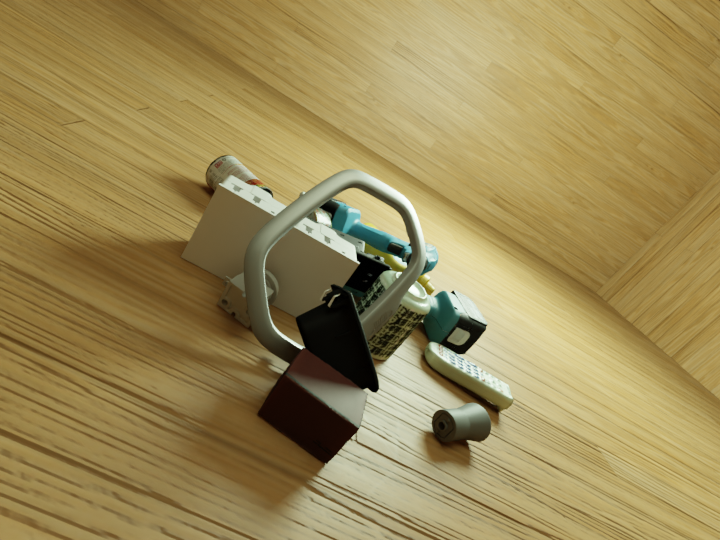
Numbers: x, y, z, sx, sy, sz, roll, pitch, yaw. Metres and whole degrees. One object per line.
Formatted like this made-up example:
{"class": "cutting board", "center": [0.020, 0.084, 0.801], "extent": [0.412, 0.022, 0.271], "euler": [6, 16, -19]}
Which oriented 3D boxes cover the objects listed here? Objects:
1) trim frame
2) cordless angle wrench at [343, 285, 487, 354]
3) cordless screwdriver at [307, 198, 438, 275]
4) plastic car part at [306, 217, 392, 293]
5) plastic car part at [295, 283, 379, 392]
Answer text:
{"class": "trim frame", "center": [-0.021, -0.004, 0.477], "extent": [0.180, 0.245, 0.028], "euler": [53, -26, -12]}
{"class": "cordless angle wrench", "center": [0.008, 0.017, 0.676], "extent": [0.410, 0.074, 0.101], "euler": [24, 23, -17]}
{"class": "cordless screwdriver", "center": [0.013, -0.059, 0.741], "extent": [0.256, 0.074, 0.155], "euler": [24, 11, 15]}
{"class": "plastic car part", "center": [-0.058, -0.038, 0.594], "extent": [0.198, 0.066, 0.068], "euler": [20, 51, -14]}
{"class": "plastic car part", "center": [-0.030, 0.081, 0.425], "extent": [0.070, 0.115, 0.068], "euler": [-16, 7, -13]}
